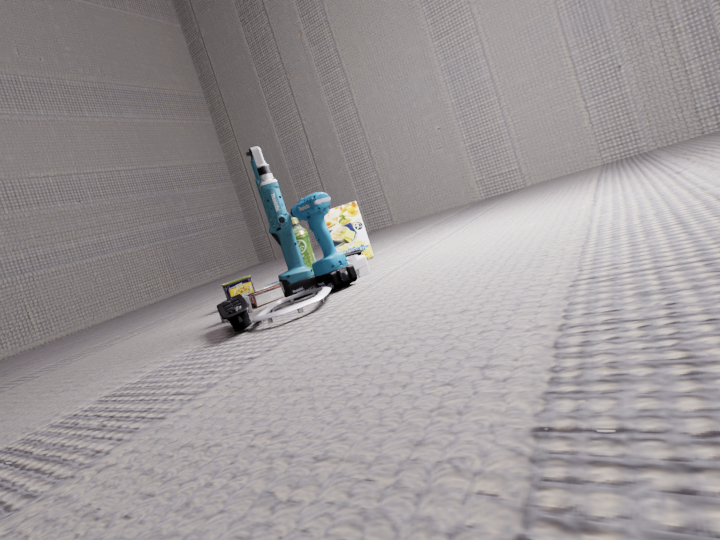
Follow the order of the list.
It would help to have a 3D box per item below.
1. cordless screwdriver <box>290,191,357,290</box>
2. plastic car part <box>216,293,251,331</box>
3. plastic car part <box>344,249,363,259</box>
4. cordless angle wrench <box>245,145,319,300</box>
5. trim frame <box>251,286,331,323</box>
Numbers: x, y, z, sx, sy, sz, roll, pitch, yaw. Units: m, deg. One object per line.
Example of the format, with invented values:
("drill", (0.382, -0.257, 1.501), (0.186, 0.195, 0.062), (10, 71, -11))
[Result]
("cordless screwdriver", (-0.107, -0.070, 1.096), (0.072, 0.248, 0.165), (-20, 4, -35))
("plastic car part", (-0.289, 0.101, 0.975), (0.065, 0.066, 0.209), (-20, 7, -19))
("plastic car part", (-0.046, -0.015, 1.232), (0.115, 0.070, 0.067), (-19, 5, -14))
("cordless angle wrench", (-0.219, -0.131, 1.141), (0.096, 0.421, 0.076), (-19, 2, -17))
("trim frame", (-0.157, 0.079, 0.972), (0.186, 0.027, 0.248), (-17, 7, 6))
